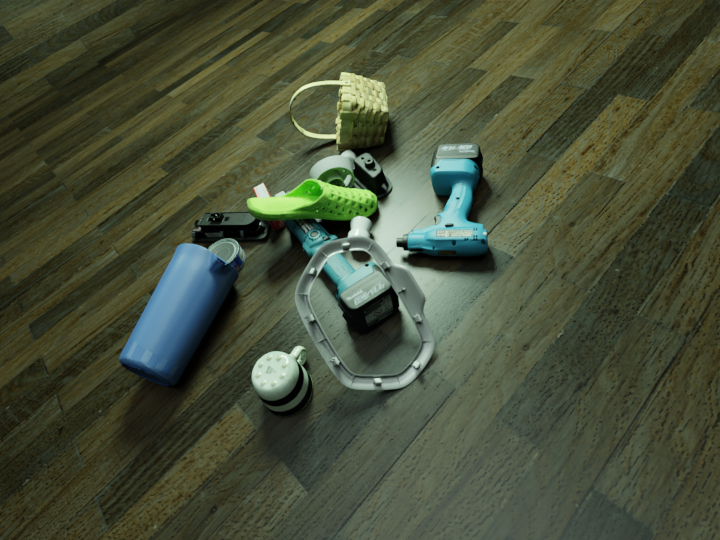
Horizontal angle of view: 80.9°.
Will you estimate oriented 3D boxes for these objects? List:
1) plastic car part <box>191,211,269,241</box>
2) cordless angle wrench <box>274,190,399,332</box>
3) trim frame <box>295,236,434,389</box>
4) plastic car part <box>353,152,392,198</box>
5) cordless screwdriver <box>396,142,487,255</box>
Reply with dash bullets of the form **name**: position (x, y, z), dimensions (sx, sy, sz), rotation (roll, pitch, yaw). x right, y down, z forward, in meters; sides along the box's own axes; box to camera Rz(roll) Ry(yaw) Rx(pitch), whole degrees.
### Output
- **plastic car part**: position (-0.304, -0.107, 0.973), dimensions (0.210, 0.064, 0.067), rotation (4, 46, 20)
- **cordless angle wrench**: position (-0.082, -0.054, 0.843), dimensions (0.097, 0.071, 0.447), rotation (-32, 46, -12)
- **trim frame**: position (0.009, 0.065, 0.651), dimensions (0.182, 0.027, 0.252), rotation (-29, 82, -10)
- **plastic car part**: position (0.023, -0.220, 0.938), dimensions (0.066, 0.067, 0.123), rotation (-30, 46, -6)
- **cordless screwdriver**: position (0.160, -0.135, 0.818), dimensions (0.164, 0.071, 0.253), rotation (-1, 56, 19)
